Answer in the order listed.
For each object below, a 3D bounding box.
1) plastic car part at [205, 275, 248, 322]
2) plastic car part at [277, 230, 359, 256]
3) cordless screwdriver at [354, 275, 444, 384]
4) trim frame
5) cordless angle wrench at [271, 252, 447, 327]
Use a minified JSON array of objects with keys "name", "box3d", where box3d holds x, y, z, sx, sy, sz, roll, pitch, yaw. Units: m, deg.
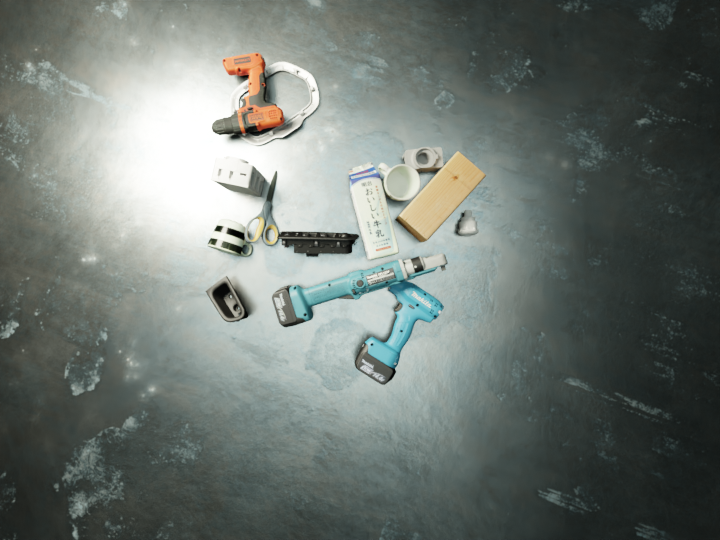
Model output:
[{"name":"plastic car part","box3d":[-0.320,0.083,1.052,0.066,0.068,0.120,-37,72,0]},{"name":"plastic car part","box3d":[-0.103,-0.067,1.055,0.204,0.067,0.066,-3,99,2]},{"name":"cordless screwdriver","box3d":[0.069,0.139,1.031,0.163,0.072,0.248,35,85,12]},{"name":"trim frame","box3d":[-0.227,-0.435,1.098,0.248,0.027,0.185,-32,87,-1]},{"name":"cordless angle wrench","box3d":[-0.001,0.032,1.020,0.426,0.073,0.098,-17,88,7]}]
